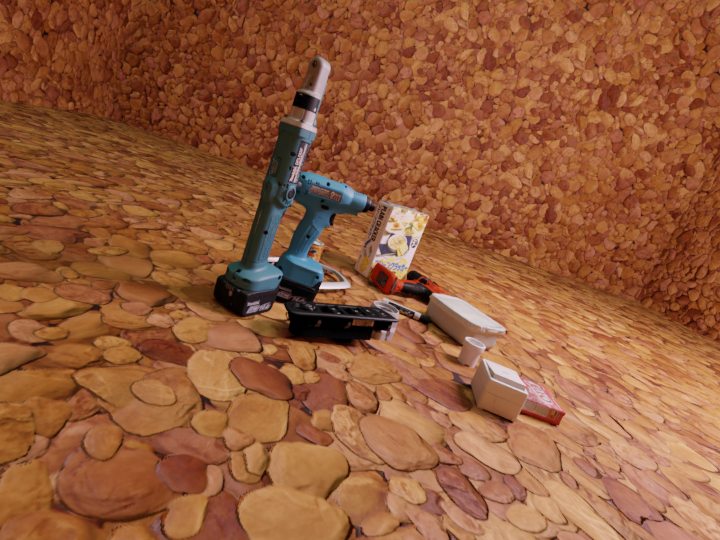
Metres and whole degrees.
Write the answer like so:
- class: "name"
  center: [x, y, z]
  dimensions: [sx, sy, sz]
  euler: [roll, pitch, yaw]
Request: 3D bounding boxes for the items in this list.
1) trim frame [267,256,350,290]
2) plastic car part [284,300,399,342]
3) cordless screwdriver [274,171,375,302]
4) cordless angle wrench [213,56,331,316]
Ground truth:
- class: "trim frame"
  center: [-0.130, 0.005, 0.988]
  dimensions: [0.194, 0.027, 0.237]
  euler: [29, 17, 33]
- class: "plastic car part"
  center: [-0.041, 0.086, 0.716]
  dimensions: [0.194, 0.066, 0.070]
  euler: [12, 15, -27]
- class: "cordless screwdriver"
  center: [-0.080, -0.052, 0.816]
  dimensions: [0.155, 0.247, 0.077]
  euler: [17, 13, -15]
- class: "cordless angle wrench"
  center: [-0.132, -0.131, 0.688]
  dimensions: [0.078, 0.420, 0.094]
  euler: [27, 14, 26]
